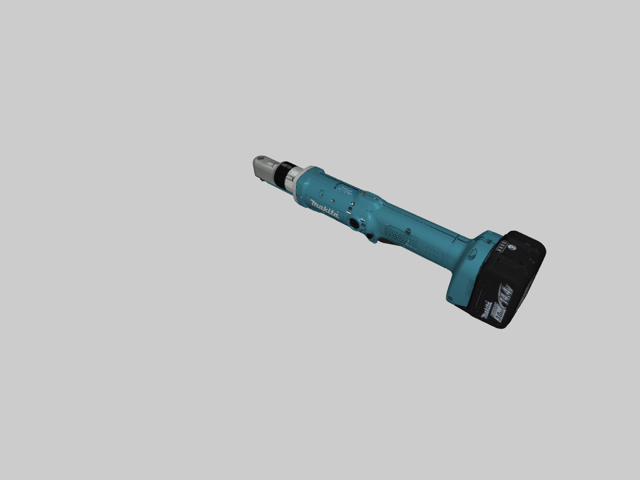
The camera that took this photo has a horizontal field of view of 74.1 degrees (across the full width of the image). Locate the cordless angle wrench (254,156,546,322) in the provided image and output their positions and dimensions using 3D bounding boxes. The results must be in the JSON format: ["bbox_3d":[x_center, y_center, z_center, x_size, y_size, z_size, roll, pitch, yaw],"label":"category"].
[{"bbox_3d":[0.062,-0.033,0.562,0.423,0.098,0.074,29,52,29],"label":"cordless angle wrench"}]
